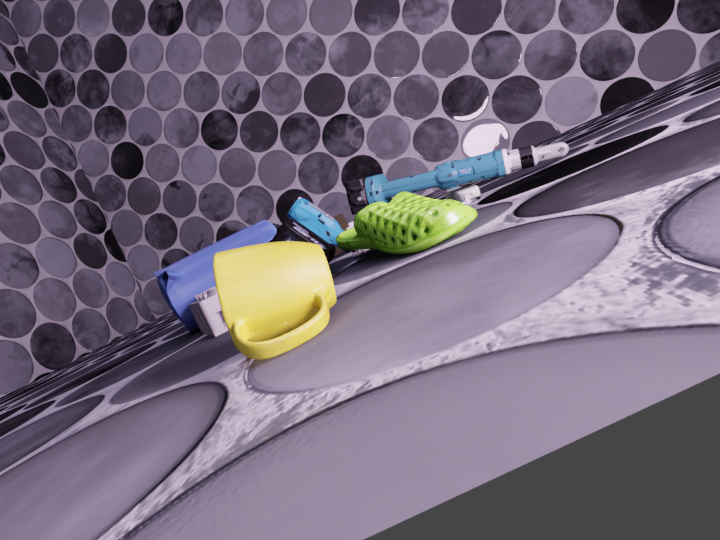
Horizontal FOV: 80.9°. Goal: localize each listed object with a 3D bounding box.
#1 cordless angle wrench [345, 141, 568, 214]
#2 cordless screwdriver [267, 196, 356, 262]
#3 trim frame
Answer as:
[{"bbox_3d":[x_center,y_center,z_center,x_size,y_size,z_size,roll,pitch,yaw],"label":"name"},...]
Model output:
[{"bbox_3d":[0.179,-0.192,0.854,0.437,0.073,0.096,-9,10,24],"label":"cordless angle wrench"},{"bbox_3d":[-0.074,-0.048,0.753,0.074,0.157,0.252,-54,9,19],"label":"cordless screwdriver"},{"bbox_3d":[0.093,-0.080,0.751,0.245,0.027,0.188,-29,7,-17],"label":"trim frame"}]
